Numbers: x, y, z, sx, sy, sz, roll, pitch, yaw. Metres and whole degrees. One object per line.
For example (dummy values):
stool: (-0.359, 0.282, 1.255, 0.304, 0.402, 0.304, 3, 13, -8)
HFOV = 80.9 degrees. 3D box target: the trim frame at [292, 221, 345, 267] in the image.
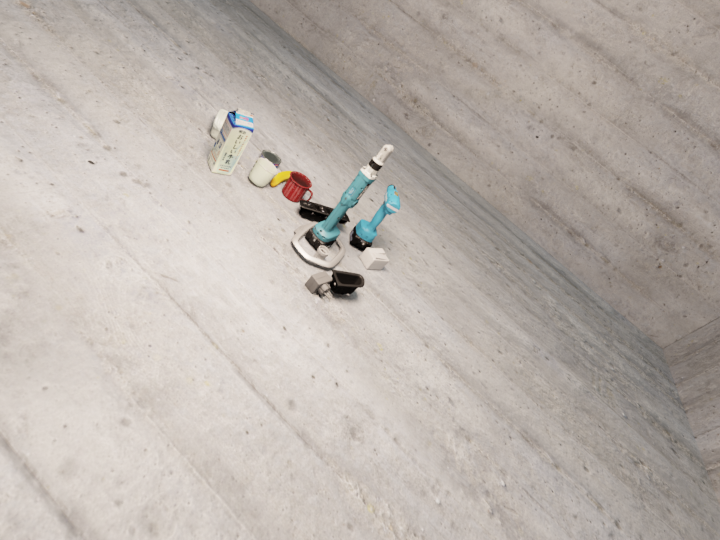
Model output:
trim frame: (-0.141, -0.092, 1.441, 0.185, 0.027, 0.247, 37, 33, 0)

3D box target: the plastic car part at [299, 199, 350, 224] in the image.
plastic car part: (-0.141, -0.207, 1.547, 0.194, 0.067, 0.069, 18, 38, -27)

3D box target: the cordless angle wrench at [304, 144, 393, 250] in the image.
cordless angle wrench: (-0.032, -0.230, 1.347, 0.076, 0.425, 0.095, 50, 34, 13)

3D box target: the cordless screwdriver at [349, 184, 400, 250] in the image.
cordless screwdriver: (0.056, -0.198, 1.553, 0.072, 0.250, 0.163, 29, 34, -18)

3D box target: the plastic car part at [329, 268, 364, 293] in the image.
plastic car part: (-0.049, 0.046, 1.316, 0.111, 0.071, 0.069, 11, 42, -36)
